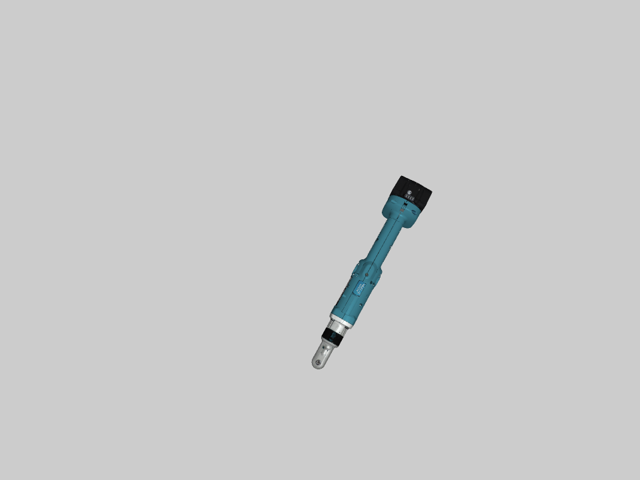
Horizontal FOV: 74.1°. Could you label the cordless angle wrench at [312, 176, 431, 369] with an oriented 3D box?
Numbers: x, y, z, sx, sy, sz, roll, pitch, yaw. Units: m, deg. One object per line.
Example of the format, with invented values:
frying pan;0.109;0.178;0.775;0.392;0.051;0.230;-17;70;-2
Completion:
cordless angle wrench;0.094;0.070;0.864;0.074;0.422;0.098;29;-9;7
